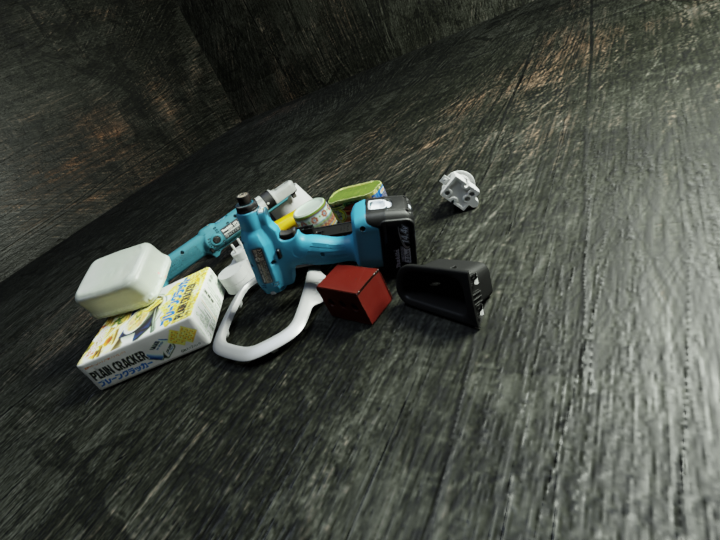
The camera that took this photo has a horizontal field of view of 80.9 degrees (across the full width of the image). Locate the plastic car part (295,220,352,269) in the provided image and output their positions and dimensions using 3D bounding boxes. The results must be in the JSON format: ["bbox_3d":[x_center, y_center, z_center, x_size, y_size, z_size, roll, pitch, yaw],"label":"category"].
[{"bbox_3d":[-0.068,-0.044,0.692,0.206,0.065,0.067,-6,21,8],"label":"plastic car part"}]

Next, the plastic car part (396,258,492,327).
[{"bbox_3d":[0.103,0.012,0.494,0.069,0.064,0.122,-24,21,-28],"label":"plastic car part"}]

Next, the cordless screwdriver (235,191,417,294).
[{"bbox_3d":[-0.050,-0.057,0.603,0.253,0.153,0.076,-9,29,11],"label":"cordless screwdriver"}]

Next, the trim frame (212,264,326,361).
[{"bbox_3d":[-0.138,0.051,0.664,0.188,0.026,0.253,-20,28,16],"label":"trim frame"}]

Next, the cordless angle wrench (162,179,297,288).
[{"bbox_3d":[-0.313,-0.068,0.907,0.420,0.094,0.078,-38,26,-11],"label":"cordless angle wrench"}]
